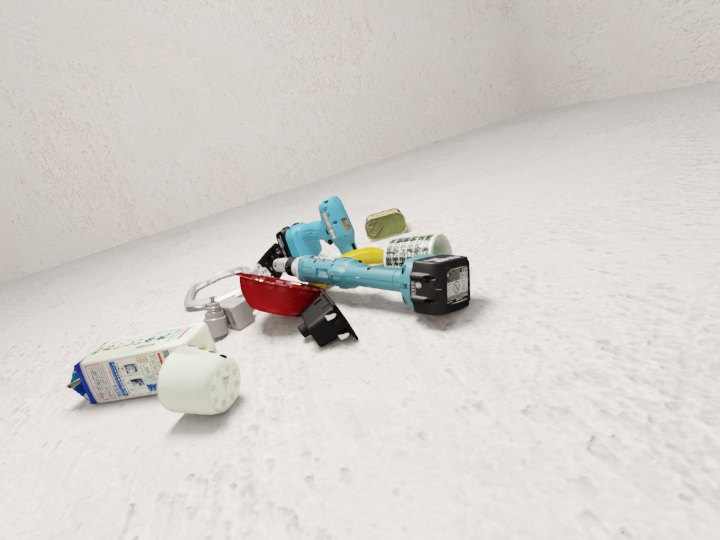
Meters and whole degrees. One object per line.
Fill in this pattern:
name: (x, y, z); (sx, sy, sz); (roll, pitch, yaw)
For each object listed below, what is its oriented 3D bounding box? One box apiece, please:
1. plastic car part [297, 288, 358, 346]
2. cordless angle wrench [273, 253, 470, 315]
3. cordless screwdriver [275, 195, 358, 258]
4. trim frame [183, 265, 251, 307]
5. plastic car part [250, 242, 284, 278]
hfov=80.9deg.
plastic car part: (-0.061, 0.078, 0.649); (0.070, 0.064, 0.120); (-35, 18, -10)
cordless angle wrench: (-0.023, 0.004, 0.735); (0.094, 0.074, 0.445); (-10, 11, -43)
cordless screwdriver: (-0.097, -0.063, 0.991); (0.072, 0.159, 0.257); (-24, 3, -36)
trim frame: (-0.345, 0.038, 1.050); (0.182, 0.027, 0.257); (-22, 18, -10)
plastic car part: (-0.224, -0.009, 1.036); (0.068, 0.065, 0.205); (-39, 14, 18)
